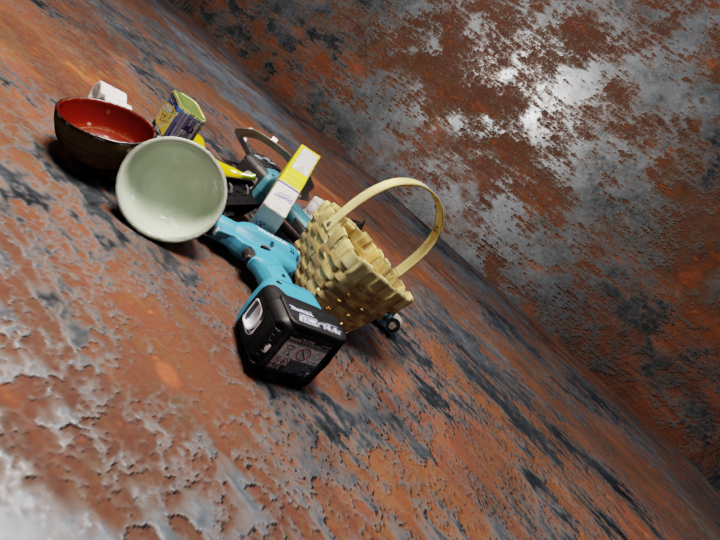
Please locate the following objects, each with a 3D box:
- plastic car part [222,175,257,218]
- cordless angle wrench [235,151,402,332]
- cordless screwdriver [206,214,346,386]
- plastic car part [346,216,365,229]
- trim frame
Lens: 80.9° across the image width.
[{"bbox_3d":[-0.212,-0.110,0.650,0.067,0.067,0.201,51,16,-3],"label":"plastic car part"},{"bbox_3d":[-0.077,-0.050,0.788,0.432,0.075,0.095,46,16,11],"label":"cordless angle wrench"},{"bbox_3d":[-0.123,0.013,0.512,0.151,0.074,0.261,29,16,-34],"label":"cordless screwdriver"},{"bbox_3d":[-0.031,-0.110,1.073,0.071,0.066,0.117,26,14,-2],"label":"plastic car part"},{"bbox_3d":[-0.181,-0.225,0.908,0.191,0.027,0.240,33,-15,16],"label":"trim frame"}]
